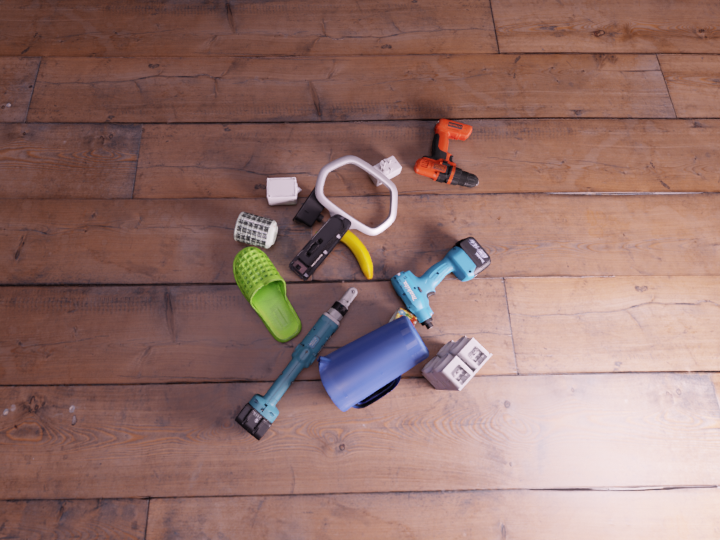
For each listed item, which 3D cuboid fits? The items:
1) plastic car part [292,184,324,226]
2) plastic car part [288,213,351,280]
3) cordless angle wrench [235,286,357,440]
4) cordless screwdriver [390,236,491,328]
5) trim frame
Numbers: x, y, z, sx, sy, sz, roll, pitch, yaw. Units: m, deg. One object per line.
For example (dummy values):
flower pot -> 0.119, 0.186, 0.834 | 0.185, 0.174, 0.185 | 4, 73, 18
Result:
plastic car part -> -0.132, -0.167, 1.173 | 0.070, 0.067, 0.117 | 31, 77, -8
plastic car part -> -0.109, -0.071, 1.116 | 0.069, 0.065, 0.203 | 41, 87, 18
cordless angle wrench -> -0.136, 0.205, 1.032 | 0.075, 0.097, 0.421 | 36, 72, 4
cordless screwdriver -> 0.222, 0.030, 1.100 | 0.247, 0.073, 0.163 | -30, 75, -6
trim frame -> -0.008, -0.205, 1.162 | 0.243, 0.028, 0.184 | 33, 83, -10
